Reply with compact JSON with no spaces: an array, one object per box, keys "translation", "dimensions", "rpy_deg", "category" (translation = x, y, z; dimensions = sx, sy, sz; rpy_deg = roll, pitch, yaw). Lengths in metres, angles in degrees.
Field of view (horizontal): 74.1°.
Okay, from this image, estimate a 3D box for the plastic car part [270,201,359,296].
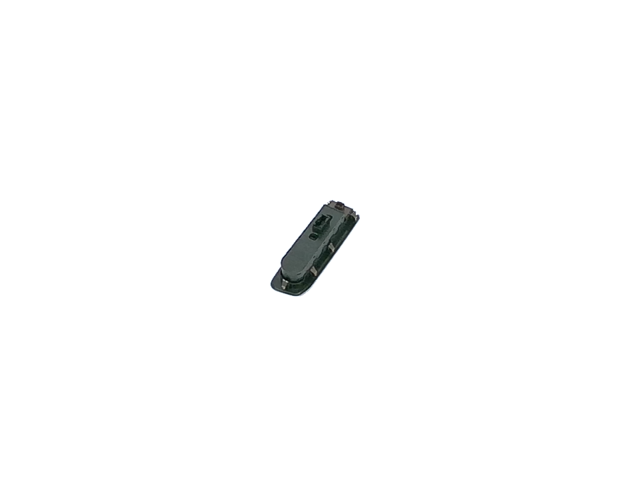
[{"translation":[-0.005,0.004,0.688],"dimensions":[0.066,0.202,0.067],"rpy_deg":[29,-29,12],"category":"plastic car part"}]
